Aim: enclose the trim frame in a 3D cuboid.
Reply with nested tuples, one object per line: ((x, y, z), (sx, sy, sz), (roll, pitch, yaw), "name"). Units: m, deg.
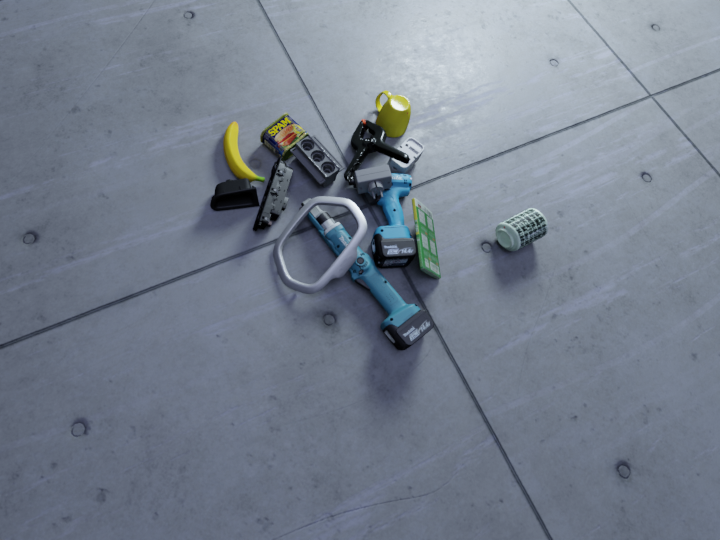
((-0.096, -0.063, 0.980), (0.192, 0.026, 0.248), (38, 88, 21), "trim frame")

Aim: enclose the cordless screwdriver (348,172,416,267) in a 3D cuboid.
((0.053, -0.132, 1.038), (0.158, 0.073, 0.255), (0, 65, -4), "cordless screwdriver")

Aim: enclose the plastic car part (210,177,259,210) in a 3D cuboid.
((-0.312, -0.194, 1.038), (0.116, 0.064, 0.073), (-7, 56, -6), "plastic car part")

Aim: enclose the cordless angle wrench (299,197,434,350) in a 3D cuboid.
((-0.003, -0.012, 0.988), (0.097, 0.073, 0.436), (-35, 73, -13), "cordless angle wrench")

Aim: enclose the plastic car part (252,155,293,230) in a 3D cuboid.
((-0.208, -0.190, 1.040), (0.066, 0.067, 0.206), (14, 68, -14), "plastic car part")
